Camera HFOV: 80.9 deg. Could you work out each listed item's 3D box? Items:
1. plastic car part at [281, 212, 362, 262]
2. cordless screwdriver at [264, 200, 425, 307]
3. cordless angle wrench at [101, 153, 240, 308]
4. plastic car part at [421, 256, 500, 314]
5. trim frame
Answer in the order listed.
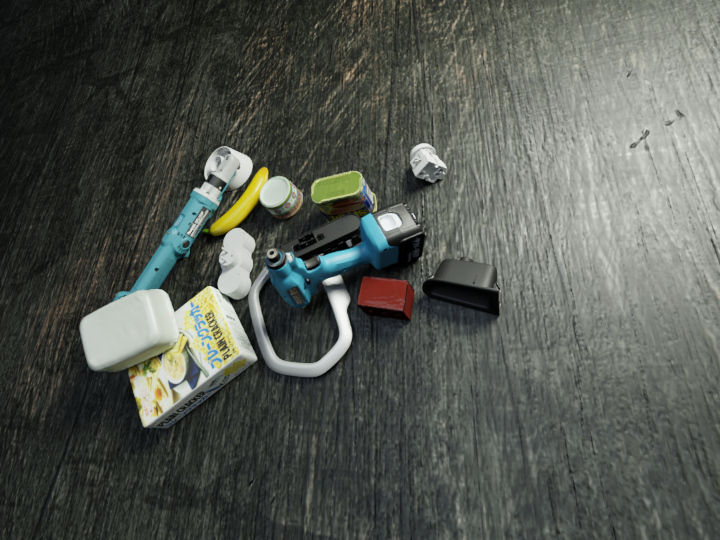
[{"bbox_3d":[-0.074,-0.048,0.753,0.202,0.064,0.070,-23,50,-6],"label":"plastic car part"},{"bbox_3d":[-0.026,-0.031,0.671,0.248,0.152,0.078,-24,61,-1],"label":"cordless screwdriver"},{"bbox_3d":[-0.373,-0.061,0.869,0.078,0.093,0.423,26,82,32],"label":"cordless angle wrench"},{"bbox_3d":[0.160,0.012,0.646,0.122,0.063,0.071,16,59,31],"label":"plastic car part"},{"bbox_3d":[-0.109,0.068,0.751,0.186,0.026,0.260,-30,57,9],"label":"trim frame"}]
